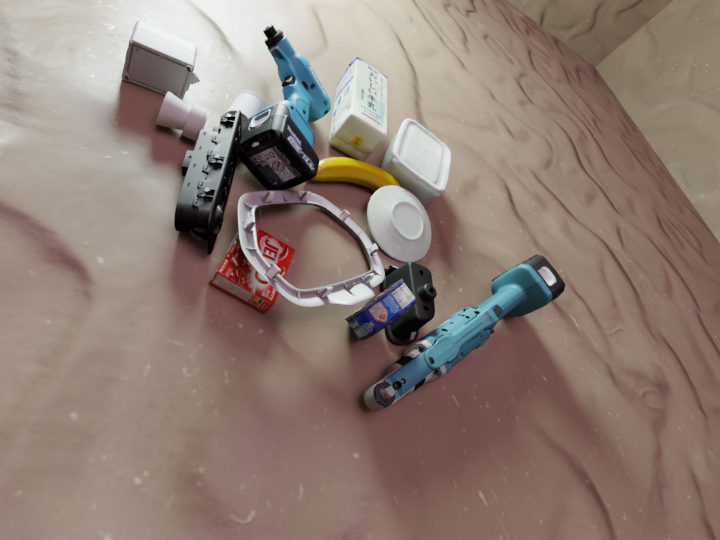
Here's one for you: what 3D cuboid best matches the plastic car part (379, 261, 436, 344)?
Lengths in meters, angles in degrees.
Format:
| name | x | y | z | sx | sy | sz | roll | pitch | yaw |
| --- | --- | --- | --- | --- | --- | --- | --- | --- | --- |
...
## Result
| name | x | y | z | sx | sy | sz | roll | pitch | yaw |
| --- | --- | --- | --- | --- | --- | --- | --- | --- | --- |
| plastic car part | 0.072 | 0.036 | 0.572 | 0.063 | 0.071 | 0.120 | 19 | 46 | -24 |

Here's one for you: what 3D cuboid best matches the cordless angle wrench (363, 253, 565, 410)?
| name | x | y | z | sx | sy | sz | roll | pitch | yaw |
| --- | --- | --- | --- | --- | --- | --- | --- | --- | --- |
| cordless angle wrench | 0.153 | 0.081 | 0.592 | 0.409 | 0.099 | 0.076 | -24 | 76 | -40 |

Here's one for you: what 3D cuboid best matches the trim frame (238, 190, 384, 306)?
| name | x | y | z | sx | sy | sz | roll | pitch | yaw |
| --- | --- | --- | --- | --- | --- | --- | --- | --- | --- |
| trim frame | -0.052 | -0.034 | 0.536 | 0.190 | 0.028 | 0.239 | 55 | 30 | 15 |

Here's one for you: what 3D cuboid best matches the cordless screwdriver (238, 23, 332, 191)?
| name | x | y | z | sx | sy | sz | roll | pitch | yaw |
| --- | --- | --- | --- | --- | --- | --- | --- | --- | --- |
| cordless screwdriver | -0.111 | -0.240 | 0.610 | 0.151 | 0.076 | 0.255 | 52 | 31 | -39 |

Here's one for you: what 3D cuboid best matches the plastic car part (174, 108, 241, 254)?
| name | x | y | z | sx | sy | sz | roll | pitch | yaw |
| --- | --- | --- | --- | --- | --- | --- | --- | --- | --- |
| plastic car part | -0.182 | -0.115 | 0.510 | 0.065 | 0.066 | 0.210 | 8 | 52 | -18 |
